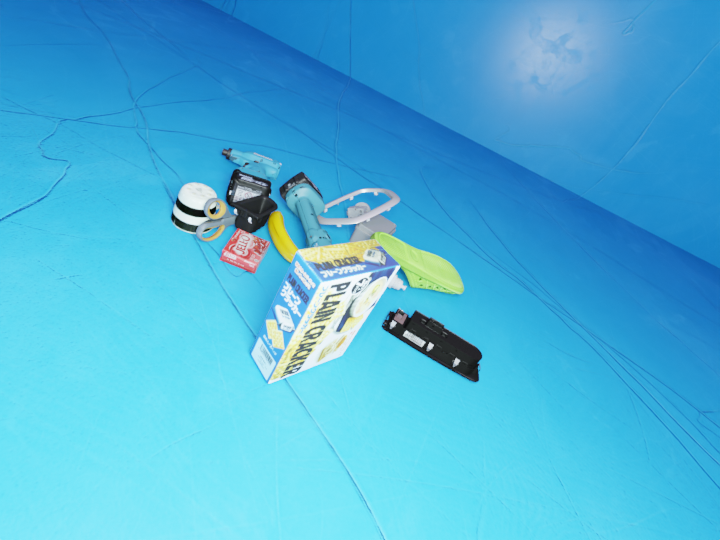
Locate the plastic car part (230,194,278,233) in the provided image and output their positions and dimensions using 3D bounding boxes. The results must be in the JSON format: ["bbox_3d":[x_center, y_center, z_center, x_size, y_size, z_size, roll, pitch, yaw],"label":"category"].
[{"bbox_3d":[-0.225,-0.113,0.900,0.067,0.070,0.115,30,23,8],"label":"plastic car part"}]

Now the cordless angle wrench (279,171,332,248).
[{"bbox_3d":[-0.088,-0.058,0.901,0.092,0.075,0.443,43,17,-44],"label":"cordless angle wrench"}]

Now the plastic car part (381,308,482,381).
[{"bbox_3d":[0.147,0.132,0.814,0.207,0.067,0.065,34,25,10],"label":"plastic car part"}]

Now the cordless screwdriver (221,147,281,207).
[{"bbox_3d":[-0.286,-0.238,1.050,0.156,0.074,0.256,17,29,-13],"label":"cordless screwdriver"}]

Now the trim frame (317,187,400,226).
[{"bbox_3d":[-0.013,-0.164,1.083,0.243,0.026,0.195,-33,37,-32],"label":"trim frame"}]
